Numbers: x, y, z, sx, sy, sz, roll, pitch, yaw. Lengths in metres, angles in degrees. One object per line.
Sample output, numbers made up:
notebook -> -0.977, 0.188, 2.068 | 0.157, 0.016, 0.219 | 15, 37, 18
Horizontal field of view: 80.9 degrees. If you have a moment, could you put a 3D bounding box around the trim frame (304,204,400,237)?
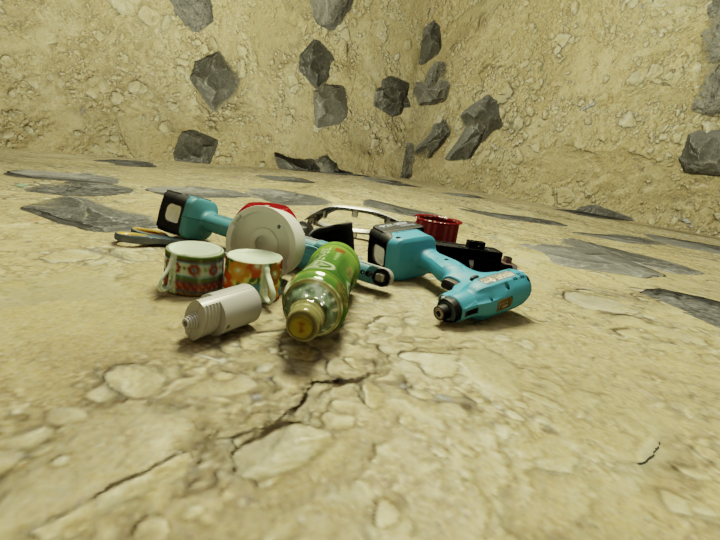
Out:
trim frame -> -0.019, -0.094, 0.849 | 0.179, 0.028, 0.254 | 12, -4, -16

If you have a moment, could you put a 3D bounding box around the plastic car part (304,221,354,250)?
plastic car part -> -0.074, -0.049, 0.762 | 0.112, 0.065, 0.074 | -10, 8, -40

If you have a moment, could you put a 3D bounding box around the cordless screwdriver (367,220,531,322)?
cordless screwdriver -> 0.098, 0.000, 0.628 | 0.153, 0.073, 0.263 | -14, 28, -32

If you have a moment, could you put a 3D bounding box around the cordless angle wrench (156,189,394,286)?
cordless angle wrench -> -0.147, -0.047, 0.689 | 0.441, 0.074, 0.094 | 18, 4, 23

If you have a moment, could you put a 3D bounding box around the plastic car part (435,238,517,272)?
plastic car part -> 0.186, -0.023, 0.766 | 0.202, 0.066, 0.068 | 3, 22, -2
